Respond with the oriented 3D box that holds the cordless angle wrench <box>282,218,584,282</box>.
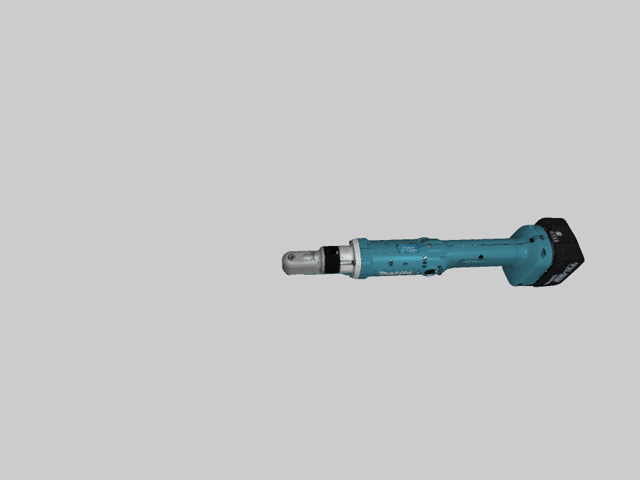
[{"bbox_3d":[0.156,0.025,0.621,0.423,0.074,0.098,-2,-34,-5],"label":"cordless angle wrench"}]
